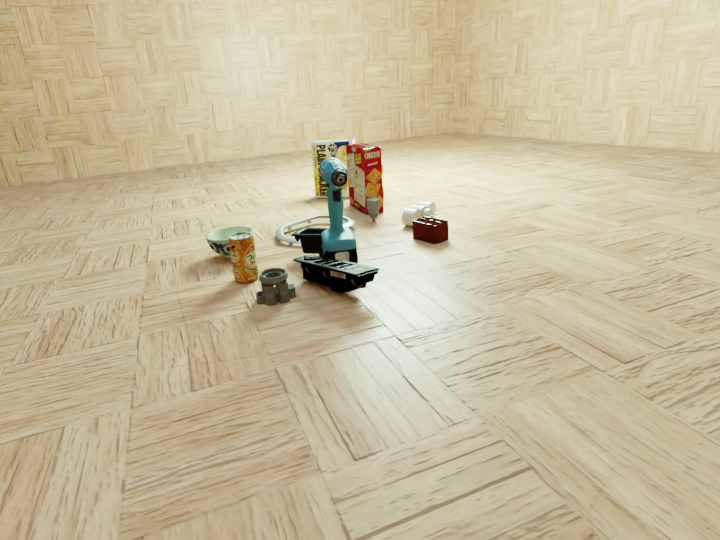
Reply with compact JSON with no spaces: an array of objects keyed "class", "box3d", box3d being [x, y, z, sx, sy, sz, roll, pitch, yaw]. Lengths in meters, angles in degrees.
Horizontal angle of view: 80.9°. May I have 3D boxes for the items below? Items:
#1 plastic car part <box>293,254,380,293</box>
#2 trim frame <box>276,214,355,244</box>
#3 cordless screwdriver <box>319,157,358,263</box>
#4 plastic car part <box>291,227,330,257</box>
[{"class":"plastic car part","box3d":[-0.056,0.006,0.862,0.064,0.065,0.214,-23,28,-40]},{"class":"trim frame","box3d":[-0.132,-0.121,1.230,0.240,0.027,0.195,-23,28,-36]},{"class":"cordless screwdriver","box3d":[-0.048,-0.111,0.908,0.074,0.243,0.164,-6,21,-9]},{"class":"plastic car part","box3d":[-0.101,-0.066,1.038,0.121,0.069,0.065,7,23,25]}]
